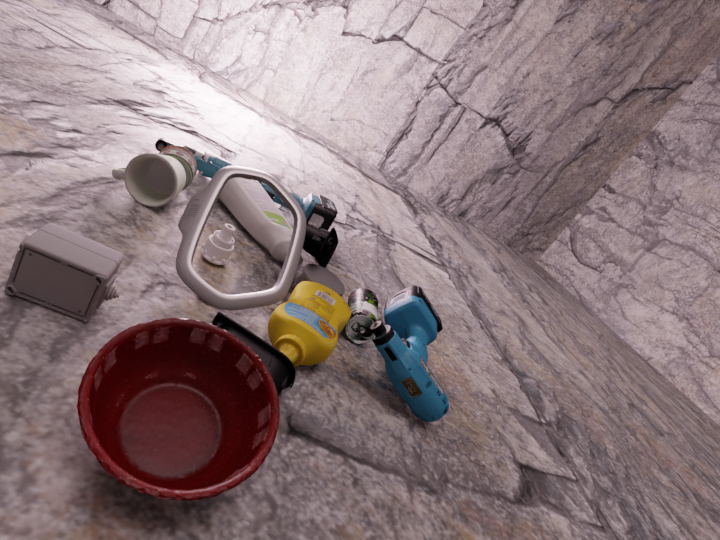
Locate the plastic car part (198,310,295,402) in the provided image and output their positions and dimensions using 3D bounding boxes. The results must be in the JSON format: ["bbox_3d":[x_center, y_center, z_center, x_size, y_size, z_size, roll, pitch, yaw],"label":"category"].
[{"bbox_3d":[-0.128,0.111,0.449,0.116,0.066,0.071,35,35,-4],"label":"plastic car part"}]

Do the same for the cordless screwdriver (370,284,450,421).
[{"bbox_3d":[0.073,0.099,0.676,0.156,0.075,0.250,55,17,-14],"label":"cordless screwdriver"}]

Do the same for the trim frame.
[{"bbox_3d":[-0.173,-0.055,0.631,0.178,0.028,0.253,23,57,-19],"label":"trim frame"}]

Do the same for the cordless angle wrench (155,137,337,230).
[{"bbox_3d":[-0.254,-0.199,0.963,0.408,0.074,0.101,23,22,-19],"label":"cordless angle wrench"}]

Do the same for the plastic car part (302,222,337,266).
[{"bbox_3d":[-0.075,-0.049,0.764,0.067,0.066,0.203,36,-5,-2],"label":"plastic car part"}]
